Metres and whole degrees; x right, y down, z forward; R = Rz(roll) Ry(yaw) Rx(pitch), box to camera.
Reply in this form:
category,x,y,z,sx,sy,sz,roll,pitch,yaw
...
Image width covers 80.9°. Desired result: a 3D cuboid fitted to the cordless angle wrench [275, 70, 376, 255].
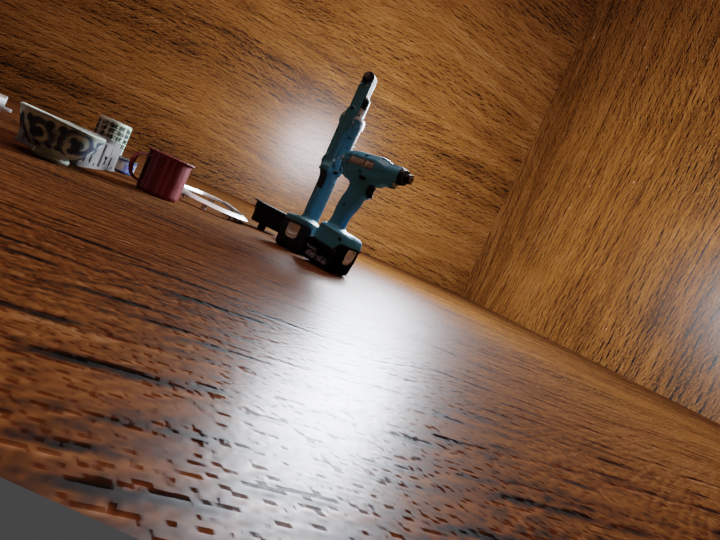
category,x,y,z,sx,sy,sz,roll,pitch,yaw
cordless angle wrench,-0.061,-0.236,0.935,0.077,0.422,0.094,26,3,20

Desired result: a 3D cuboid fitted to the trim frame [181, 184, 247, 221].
category,x,y,z,sx,sy,sz,roll,pitch,yaw
trim frame,-0.369,-0.166,1.049,0.175,0.027,0.262,21,5,-35

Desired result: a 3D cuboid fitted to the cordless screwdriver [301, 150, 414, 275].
category,x,y,z,sx,sy,sz,roll,pitch,yaw
cordless screwdriver,-0.007,-0.109,0.839,0.168,0.248,0.070,27,4,35

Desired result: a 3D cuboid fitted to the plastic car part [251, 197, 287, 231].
category,x,y,z,sx,sy,sz,roll,pitch,yaw
plastic car part,-0.239,-0.136,1.100,0.110,0.071,0.069,22,4,-35
